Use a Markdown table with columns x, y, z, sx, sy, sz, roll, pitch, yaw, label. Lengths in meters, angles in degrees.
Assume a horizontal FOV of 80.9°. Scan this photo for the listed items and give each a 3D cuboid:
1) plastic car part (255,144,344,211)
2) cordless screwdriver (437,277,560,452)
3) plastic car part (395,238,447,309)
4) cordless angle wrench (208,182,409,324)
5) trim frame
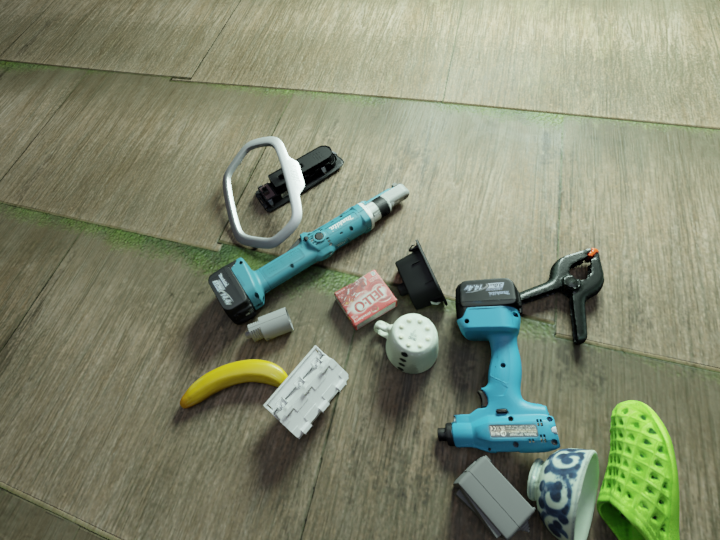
| x | y | z | sx | sy | sz | roll | pitch | yaw | label |
| --- | --- | --- | --- | --- | --- | --- | --- | --- | --- |
| -0.132 | -0.210 | 0.906 | 0.201 | 0.064 | 0.070 | -31 | 56 | -12 | plastic car part |
| 0.187 | 0.141 | 0.648 | 0.163 | 0.070 | 0.255 | -12 | 61 | 20 | cordless screwdriver |
| 0.098 | 0.017 | 0.747 | 0.072 | 0.063 | 0.121 | -22 | 63 | 12 | plastic car part |
| -0.079 | -0.051 | 0.804 | 0.419 | 0.072 | 0.102 | -32 | 63 | -12 | cordless angle wrench |
| -0.201 | -0.160 | 0.866 | 0.188 | 0.026 | 0.256 | -24 | 68 | 20 | trim frame |
